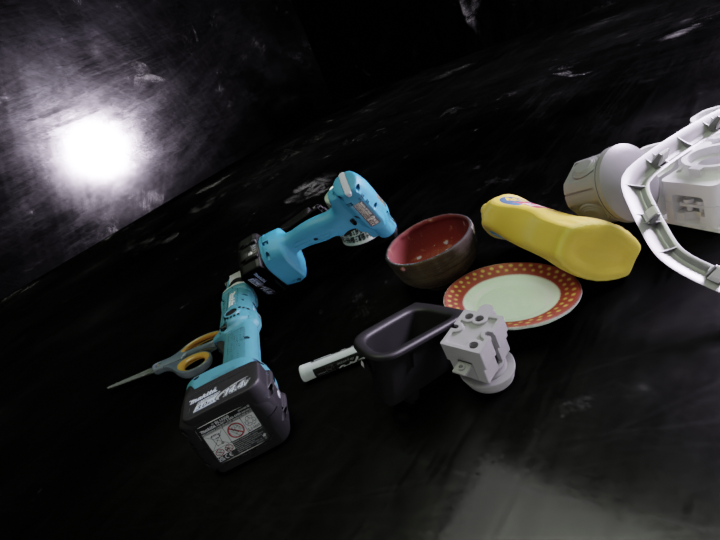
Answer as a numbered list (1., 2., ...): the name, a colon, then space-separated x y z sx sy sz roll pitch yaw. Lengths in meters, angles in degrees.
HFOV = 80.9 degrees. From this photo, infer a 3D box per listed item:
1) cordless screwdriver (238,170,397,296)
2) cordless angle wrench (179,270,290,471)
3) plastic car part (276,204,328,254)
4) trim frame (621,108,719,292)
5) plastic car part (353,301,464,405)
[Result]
1. cordless screwdriver: -0.067 -0.044 0.686 0.252 0.150 0.077 -30 50 18
2. cordless angle wrench: -0.172 0.082 0.597 0.098 0.072 0.439 -27 24 -5
3. plastic car part: -0.129 -0.058 0.761 0.206 0.063 0.070 -33 44 24
4. trim frame: 0.355 -0.069 0.358 0.246 0.026 0.193 -30 58 -9
5. plastic car part: 0.045 0.082 0.392 0.113 0.070 0.069 -24 18 -38
